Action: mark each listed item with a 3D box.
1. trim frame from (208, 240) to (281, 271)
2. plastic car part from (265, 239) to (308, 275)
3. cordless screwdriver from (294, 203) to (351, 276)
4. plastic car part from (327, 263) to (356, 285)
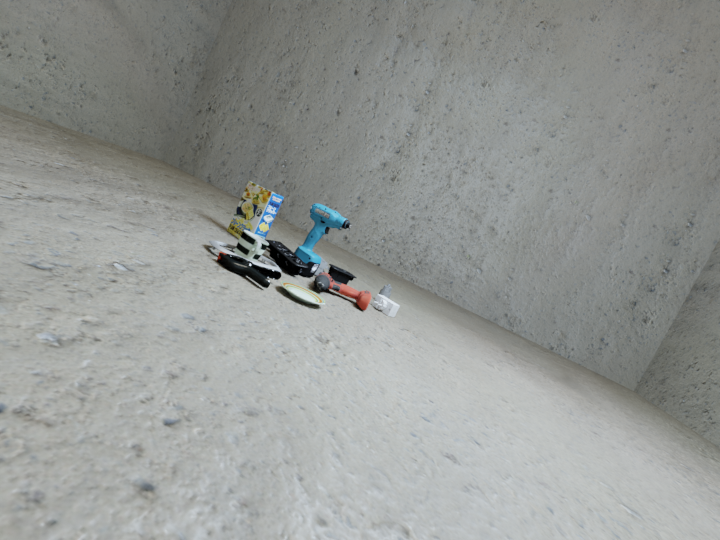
[{"bbox_3d":[-0.339,-0.040,1.253,0.194,0.027,0.236,29,7,31],"label":"trim frame"},{"bbox_3d":[-0.254,-0.040,1.412,0.063,0.067,0.215,20,8,-47],"label":"plastic car part"},{"bbox_3d":[-0.142,-0.093,1.448,0.167,0.248,0.071,28,6,25],"label":"cordless screwdriver"},{"bbox_3d":[-0.084,0.025,1.522,0.110,0.071,0.070,20,8,-42],"label":"plastic car part"}]
